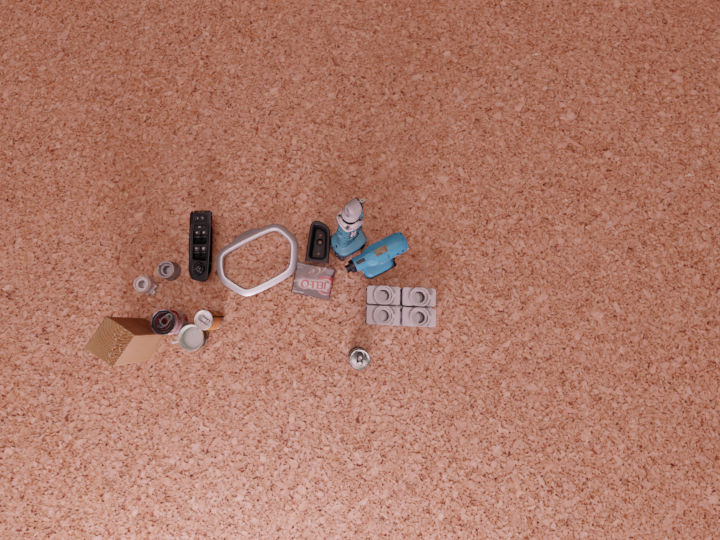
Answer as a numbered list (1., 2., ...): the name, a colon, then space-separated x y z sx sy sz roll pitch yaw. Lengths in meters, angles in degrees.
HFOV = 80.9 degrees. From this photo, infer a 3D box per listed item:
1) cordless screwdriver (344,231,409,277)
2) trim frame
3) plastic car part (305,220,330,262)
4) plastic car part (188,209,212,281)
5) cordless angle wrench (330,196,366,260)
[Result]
1. cordless screwdriver: 0.029 -0.026 1.102 0.158 0.246 0.075 -27 85 -5
2. trim frame: -0.298 -0.035 1.226 0.248 0.027 0.187 -29 80 -3
3. plastic car part: -0.118 -0.077 1.205 0.066 0.070 0.117 5 81 0
4. plastic car part: -0.457 -0.068 1.217 0.066 0.066 0.205 0 80 -1
5. cordless angle wrench: -0.028 -0.102 1.030 0.097 0.419 0.075 -31 86 -6
